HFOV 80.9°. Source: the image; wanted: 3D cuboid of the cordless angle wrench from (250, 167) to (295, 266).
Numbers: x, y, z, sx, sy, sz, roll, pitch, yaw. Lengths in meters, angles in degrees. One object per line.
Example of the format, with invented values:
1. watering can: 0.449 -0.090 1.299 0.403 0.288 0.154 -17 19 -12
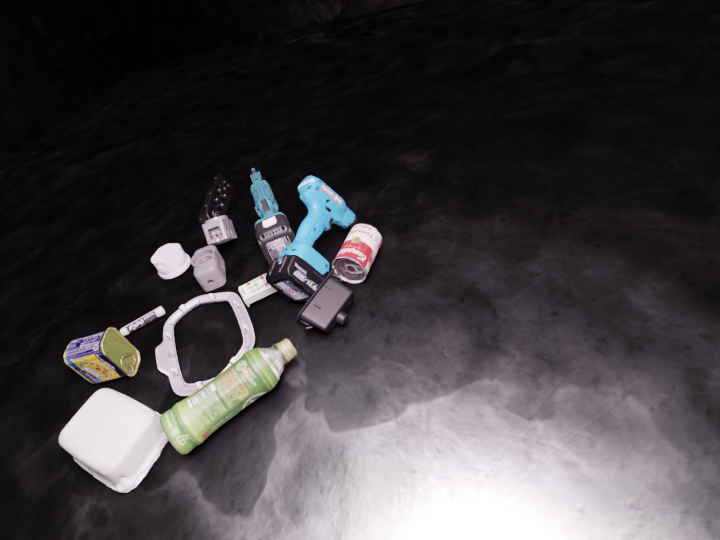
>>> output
1. cordless angle wrench: -0.231 -0.156 1.038 0.074 0.094 0.444 -24 37 -5

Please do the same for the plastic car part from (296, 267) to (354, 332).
1. plastic car part: -0.051 0.066 0.743 0.074 0.063 0.116 23 58 21

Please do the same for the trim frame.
1. trim frame: -0.296 0.125 0.799 0.183 0.026 0.262 -30 43 -8

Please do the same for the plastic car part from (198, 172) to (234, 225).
1. plastic car part: -0.397 -0.182 1.145 0.068 0.063 0.211 -23 40 11

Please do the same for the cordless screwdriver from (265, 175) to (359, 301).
1. cordless screwdriver: -0.082 -0.054 0.842 0.077 0.151 0.252 -19 45 44
